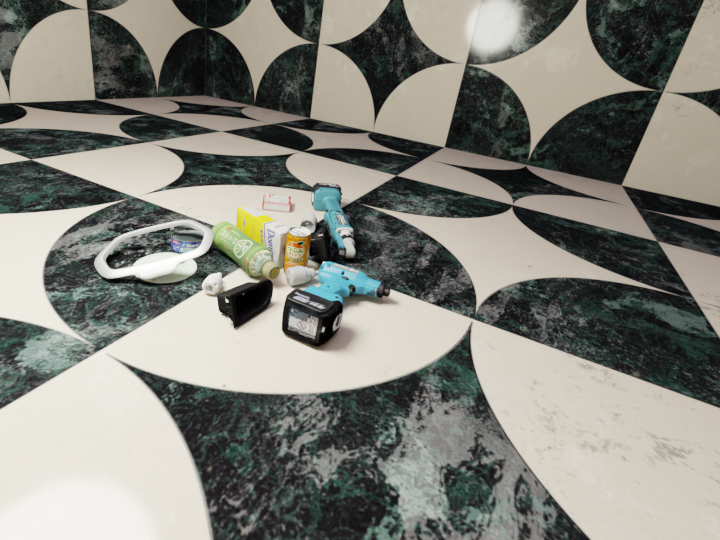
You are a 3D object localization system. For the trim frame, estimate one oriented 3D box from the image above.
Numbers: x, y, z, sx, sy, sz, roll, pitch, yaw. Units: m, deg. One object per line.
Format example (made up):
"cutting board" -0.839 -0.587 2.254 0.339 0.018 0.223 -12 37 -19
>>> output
"trim frame" -0.440 -0.048 0.909 0.243 0.027 0.194 -16 39 -16

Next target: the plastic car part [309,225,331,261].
"plastic car part" -0.102 -0.066 1.038 0.068 0.065 0.204 -16 12 5

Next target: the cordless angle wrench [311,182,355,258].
"cordless angle wrench" -0.070 -0.147 1.226 0.096 0.073 0.441 1 30 -15

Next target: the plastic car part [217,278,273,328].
"plastic car part" -0.227 0.053 0.806 0.074 0.065 0.114 6 20 26

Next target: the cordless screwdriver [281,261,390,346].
"cordless screwdriver" -0.041 0.058 0.828 0.164 0.073 0.246 16 24 14
